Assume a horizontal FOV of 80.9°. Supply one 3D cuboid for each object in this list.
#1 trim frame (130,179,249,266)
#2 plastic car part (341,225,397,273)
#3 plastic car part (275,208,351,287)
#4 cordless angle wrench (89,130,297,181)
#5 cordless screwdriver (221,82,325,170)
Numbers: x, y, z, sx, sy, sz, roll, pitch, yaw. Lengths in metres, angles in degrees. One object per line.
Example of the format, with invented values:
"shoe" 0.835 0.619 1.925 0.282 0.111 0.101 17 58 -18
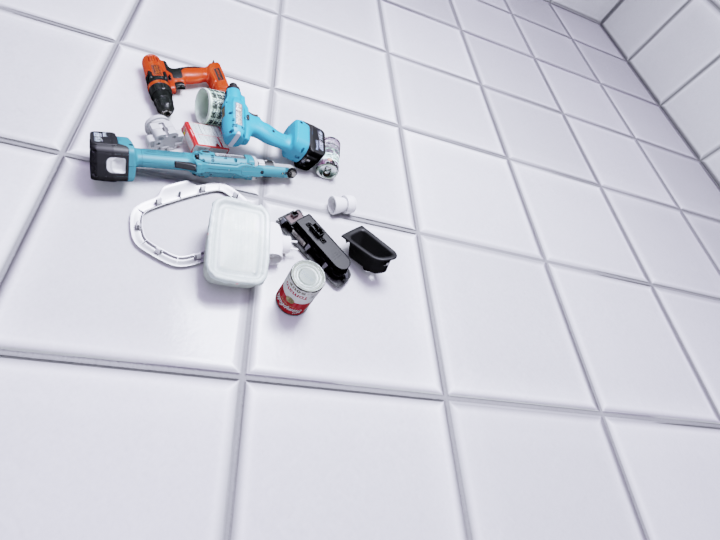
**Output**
"trim frame" -0.327 -0.102 0.842 0.242 0.027 0.190 -27 70 -33
"plastic car part" 0.016 -0.033 0.912 0.064 0.069 0.122 -28 57 -35
"plastic car part" -0.087 -0.057 0.894 0.064 0.067 0.207 -29 75 -44
"cordless angle wrench" -0.330 -0.224 0.890 0.406 0.073 0.103 -3 31 -30
"cordless screwdriver" -0.202 -0.333 0.979 0.236 0.076 0.164 10 60 -36
